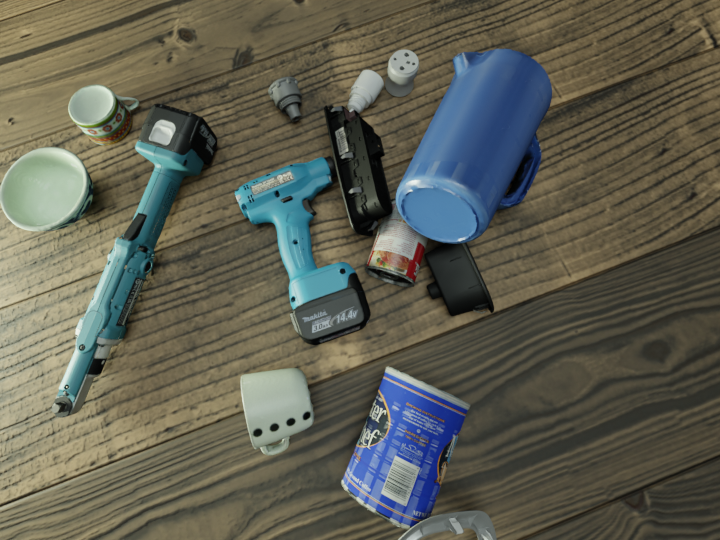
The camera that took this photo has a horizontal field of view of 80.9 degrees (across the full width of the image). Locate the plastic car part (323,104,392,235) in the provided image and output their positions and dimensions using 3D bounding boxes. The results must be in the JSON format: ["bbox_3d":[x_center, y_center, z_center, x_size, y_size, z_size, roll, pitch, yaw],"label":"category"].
[{"bbox_3d":[0.003,-0.141,0.575,0.069,0.063,0.208,-17,67,24],"label":"plastic car part"}]

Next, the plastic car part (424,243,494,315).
[{"bbox_3d":[0.121,0.010,0.560,0.072,0.064,0.118,-20,80,11],"label":"plastic car part"}]

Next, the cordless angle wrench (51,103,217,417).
[{"bbox_3d":[-0.311,-0.015,0.572,0.075,0.097,0.424,18,81,3],"label":"cordless angle wrench"}]

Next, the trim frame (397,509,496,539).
[{"bbox_3d":[0.052,0.353,0.442,0.248,0.029,0.175,-47,121,-7],"label":"trim frame"}]

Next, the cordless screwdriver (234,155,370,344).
[{"bbox_3d":[-0.056,-0.036,0.570,0.158,0.072,0.256,-24,73,-5],"label":"cordless screwdriver"}]
